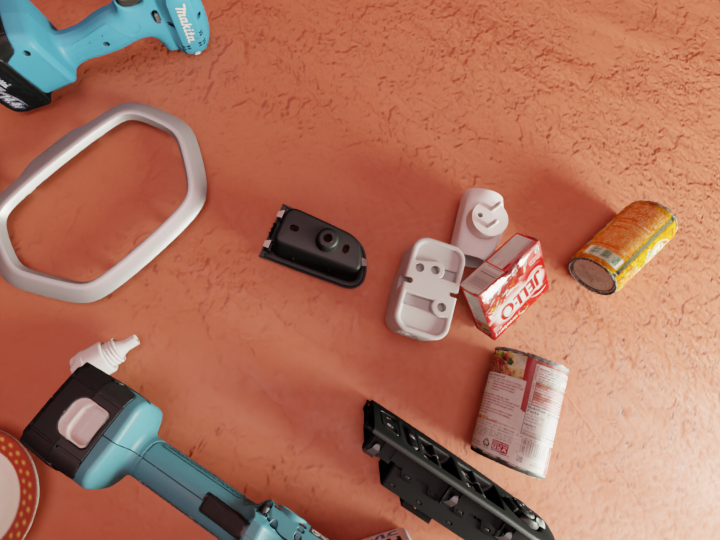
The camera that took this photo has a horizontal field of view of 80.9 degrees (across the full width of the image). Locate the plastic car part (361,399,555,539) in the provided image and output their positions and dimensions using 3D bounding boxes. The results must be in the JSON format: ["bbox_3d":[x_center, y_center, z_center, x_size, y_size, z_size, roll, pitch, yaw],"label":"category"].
[{"bbox_3d":[0.082,0.205,0.390,0.204,0.066,0.067,29,86,3],"label":"plastic car part"}]

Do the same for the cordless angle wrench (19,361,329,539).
[{"bbox_3d":[-0.067,0.213,0.324,0.434,0.095,0.074,26,61,13],"label":"cordless angle wrench"}]

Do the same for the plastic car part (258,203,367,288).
[{"bbox_3d":[-0.043,-0.028,0.437,0.118,0.070,0.066,22,78,4],"label":"plastic car part"}]

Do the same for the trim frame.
[{"bbox_3d":[-0.282,-0.079,0.460,0.186,0.027,0.247,42,80,6],"label":"trim frame"}]

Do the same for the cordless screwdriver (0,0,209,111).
[{"bbox_3d":[-0.290,-0.263,0.437,0.247,0.158,0.075,-21,82,-7],"label":"cordless screwdriver"}]
